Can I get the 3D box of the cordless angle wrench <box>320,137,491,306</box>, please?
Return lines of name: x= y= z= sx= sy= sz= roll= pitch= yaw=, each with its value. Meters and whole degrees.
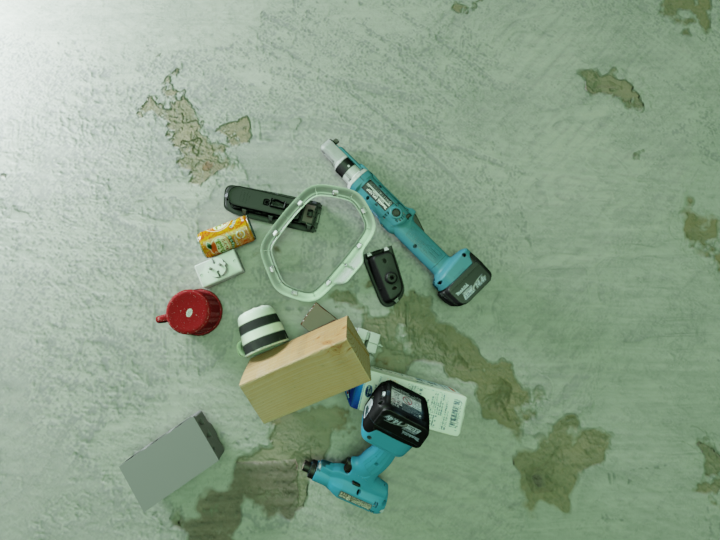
cordless angle wrench: x=0.070 y=-0.109 z=0.846 sx=0.097 sy=0.073 sz=0.430 roll=-43 pitch=81 yaw=-8

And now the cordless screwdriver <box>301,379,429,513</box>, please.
cordless screwdriver: x=0.006 y=0.301 z=0.724 sx=0.160 sy=0.075 sz=0.246 roll=23 pitch=114 yaw=1

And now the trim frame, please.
trim frame: x=-0.081 y=-0.053 z=0.824 sx=0.180 sy=0.028 sz=0.248 roll=40 pitch=90 yaw=-13

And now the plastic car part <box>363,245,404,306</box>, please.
plastic car part: x=0.053 y=0.010 z=0.823 sx=0.066 sy=0.070 sz=0.118 roll=-18 pitch=80 yaw=-4

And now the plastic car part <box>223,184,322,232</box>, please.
plastic car part: x=-0.182 y=-0.129 z=0.849 sx=0.204 sy=0.066 sz=0.066 roll=13 pitch=89 yaw=3
